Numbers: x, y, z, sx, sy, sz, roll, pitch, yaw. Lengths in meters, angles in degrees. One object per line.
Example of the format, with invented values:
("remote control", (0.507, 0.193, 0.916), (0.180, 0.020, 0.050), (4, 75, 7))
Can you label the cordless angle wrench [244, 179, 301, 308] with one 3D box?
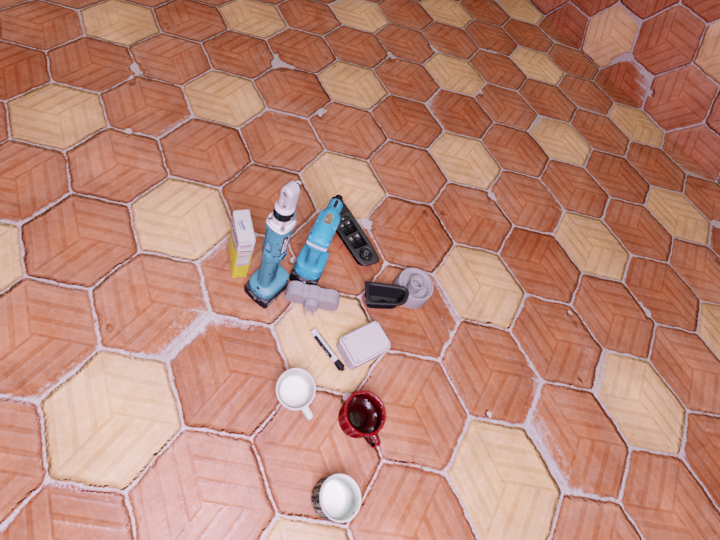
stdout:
("cordless angle wrench", (-0.183, -0.047, 0.909), (0.076, 0.420, 0.097), (41, 57, 6))

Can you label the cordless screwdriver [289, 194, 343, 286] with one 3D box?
("cordless screwdriver", (-0.102, -0.067, 1.045), (0.074, 0.247, 0.161), (24, 56, -4))

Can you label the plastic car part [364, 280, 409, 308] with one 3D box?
("plastic car part", (0.061, 0.075, 1.103), (0.114, 0.070, 0.068), (7, 58, -11))

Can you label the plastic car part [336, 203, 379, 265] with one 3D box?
("plastic car part", (-0.027, -0.090, 1.187), (0.065, 0.066, 0.210), (-24, 68, -28))
